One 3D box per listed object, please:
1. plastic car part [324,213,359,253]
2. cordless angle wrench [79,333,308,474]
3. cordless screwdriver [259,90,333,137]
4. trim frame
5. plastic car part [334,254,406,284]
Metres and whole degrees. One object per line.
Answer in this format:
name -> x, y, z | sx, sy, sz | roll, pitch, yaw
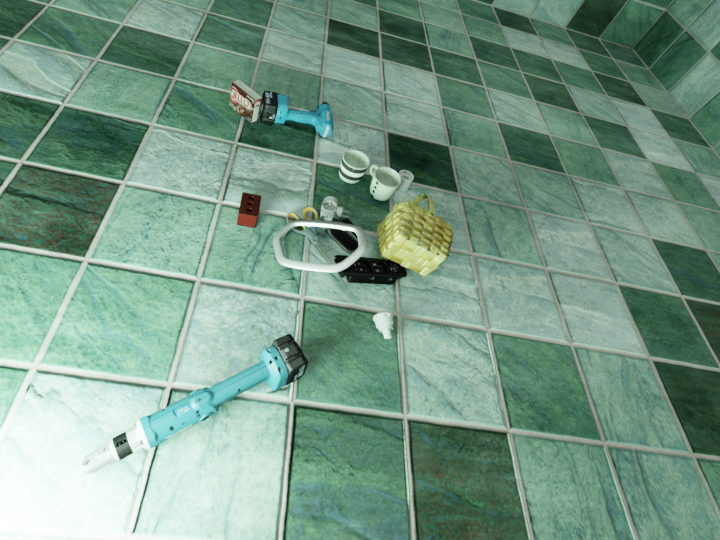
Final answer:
plastic car part -> -0.029, -0.099, 1.161 | 0.119, 0.066, 0.069 | 44, 39, 12
cordless angle wrench -> -0.298, 0.252, 0.794 | 0.412, 0.096, 0.077 | -24, 64, -27
cordless screwdriver -> -0.212, -0.539, 1.422 | 0.242, 0.074, 0.164 | 9, 52, -16
trim frame -> -0.105, -0.069, 1.075 | 0.256, 0.026, 0.187 | 5, 51, 17
plastic car part -> 0.026, 0.006, 1.084 | 0.196, 0.066, 0.069 | 1, 37, -22
